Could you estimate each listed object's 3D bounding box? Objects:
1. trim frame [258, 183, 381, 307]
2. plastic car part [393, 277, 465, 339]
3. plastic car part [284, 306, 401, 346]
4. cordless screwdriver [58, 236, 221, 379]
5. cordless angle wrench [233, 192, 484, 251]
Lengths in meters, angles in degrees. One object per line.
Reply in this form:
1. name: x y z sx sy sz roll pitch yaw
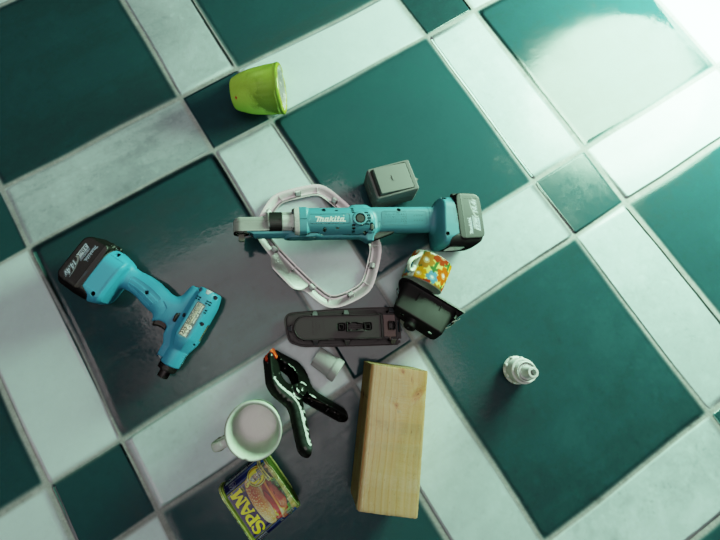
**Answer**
1. trim frame: -0.075 -0.049 0.766 0.183 0.027 0.251 -44 84 -9
2. plastic car part: 0.102 0.074 0.716 0.118 0.065 0.071 30 58 4
3. plastic car part: -0.029 0.099 0.719 0.203 0.067 0.067 -1 86 0
4. cordless screwdriver: -0.377 0.059 0.707 0.249 0.074 0.159 28 78 -1
5. cordless angle wrench: -0.004 -0.081 0.730 0.417 0.074 0.099 -2 77 -8
